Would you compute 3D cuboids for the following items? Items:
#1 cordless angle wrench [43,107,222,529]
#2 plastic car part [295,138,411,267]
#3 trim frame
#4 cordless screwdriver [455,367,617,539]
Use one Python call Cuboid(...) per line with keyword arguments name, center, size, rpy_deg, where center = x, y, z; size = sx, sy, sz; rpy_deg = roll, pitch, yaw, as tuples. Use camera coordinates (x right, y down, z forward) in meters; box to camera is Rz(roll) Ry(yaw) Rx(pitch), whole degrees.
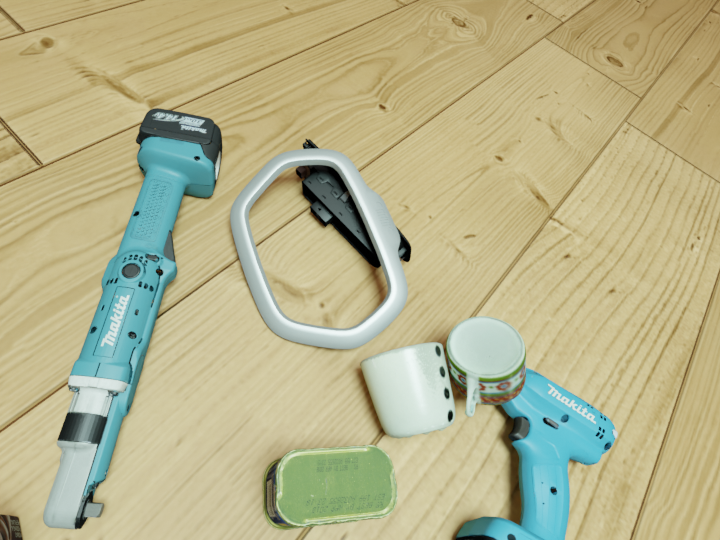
Cuboid(name="cordless angle wrench", center=(-0.228, 0.011, 0.434), size=(0.096, 0.074, 0.434), rpy_deg=(8, 59, -10))
Cuboid(name="plastic car part", center=(-0.018, -0.078, 0.542), size=(0.208, 0.065, 0.066), rpy_deg=(43, 68, 14))
Cuboid(name="trim frame", center=(-0.048, -0.031, 0.489), size=(0.183, 0.027, 0.255), rpy_deg=(-23, 73, -3))
Cuboid(name="cordless screwdriver", center=(0.144, 0.202, 0.399), size=(0.162, 0.073, 0.248), rpy_deg=(31, 53, 6))
